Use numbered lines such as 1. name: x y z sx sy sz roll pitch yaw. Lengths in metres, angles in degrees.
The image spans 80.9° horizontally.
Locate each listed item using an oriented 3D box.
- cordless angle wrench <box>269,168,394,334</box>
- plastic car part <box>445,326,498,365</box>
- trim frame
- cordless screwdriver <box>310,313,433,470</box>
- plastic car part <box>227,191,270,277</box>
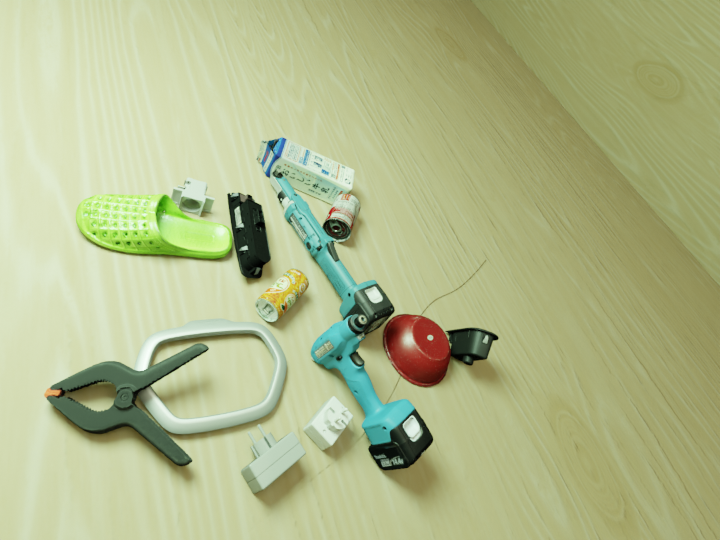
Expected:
1. cordless angle wrench: -0.088 -0.058 0.905 0.071 0.098 0.440 -15 60 -39
2. plastic car part: 0.231 0.165 0.896 0.065 0.118 0.071 28 71 -13
3. trim frame: -0.235 0.160 0.685 0.239 0.027 0.191 -4 58 -30
4. cordless screwdriver: 0.022 0.196 0.710 0.072 0.160 0.255 -23 72 -42
5. plastic car part: -0.218 -0.078 0.853 0.062 0.068 0.210 31 40 -53
